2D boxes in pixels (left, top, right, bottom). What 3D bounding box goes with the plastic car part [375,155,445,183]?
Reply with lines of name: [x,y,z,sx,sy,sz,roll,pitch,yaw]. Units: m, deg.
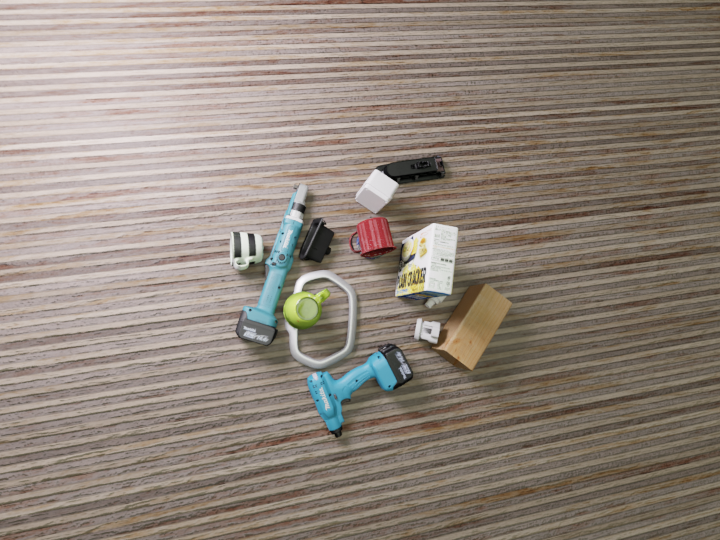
plastic car part: [0.145,-0.280,1.171,0.201,0.068,0.066,-10,91,-8]

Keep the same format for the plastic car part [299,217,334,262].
plastic car part: [-0.107,-0.070,1.099,0.068,0.068,0.117,23,81,-22]

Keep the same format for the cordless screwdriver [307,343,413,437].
cordless screwdriver: [0.008,0.291,1.042,0.246,0.075,0.159,-22,90,-8]

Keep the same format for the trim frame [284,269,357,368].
trim frame: [-0.100,0.122,1.079,0.181,0.028,0.250,5,81,-9]

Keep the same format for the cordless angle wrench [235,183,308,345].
cordless angle wrench: [-0.203,-0.027,1.069,0.097,0.075,0.426,18,76,-8]
